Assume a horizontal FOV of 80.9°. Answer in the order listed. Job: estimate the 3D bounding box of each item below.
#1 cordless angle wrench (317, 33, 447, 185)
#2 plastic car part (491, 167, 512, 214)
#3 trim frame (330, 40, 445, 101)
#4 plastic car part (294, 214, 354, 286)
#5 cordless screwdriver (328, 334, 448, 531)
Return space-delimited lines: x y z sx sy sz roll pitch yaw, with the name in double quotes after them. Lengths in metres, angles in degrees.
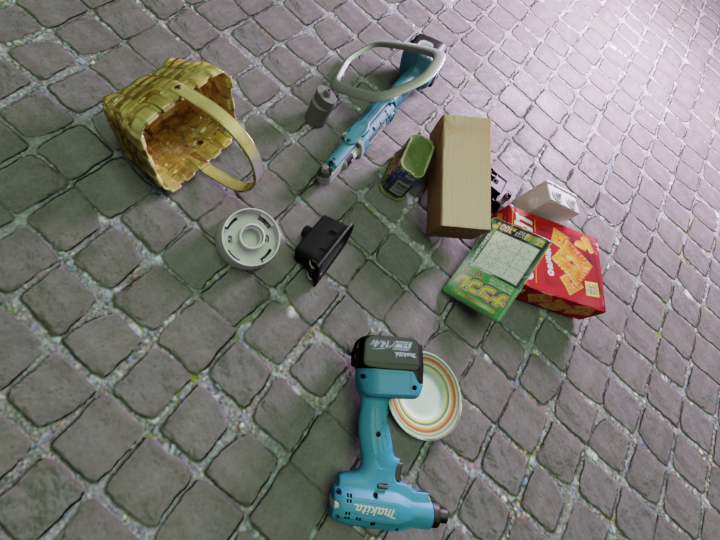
0.039 -0.313 0.834 0.076 0.096 0.422 30 65 11 "cordless angle wrench"
0.231 -0.197 0.866 0.203 0.067 0.066 37 69 1 "plastic car part"
0.046 -0.392 0.822 0.183 0.026 0.263 -44 46 -9 "trim frame"
-0.068 -0.045 0.697 0.072 0.065 0.116 27 58 7 "plastic car part"
0.050 0.221 0.593 0.158 0.074 0.252 9 73 -5 "cordless screwdriver"
